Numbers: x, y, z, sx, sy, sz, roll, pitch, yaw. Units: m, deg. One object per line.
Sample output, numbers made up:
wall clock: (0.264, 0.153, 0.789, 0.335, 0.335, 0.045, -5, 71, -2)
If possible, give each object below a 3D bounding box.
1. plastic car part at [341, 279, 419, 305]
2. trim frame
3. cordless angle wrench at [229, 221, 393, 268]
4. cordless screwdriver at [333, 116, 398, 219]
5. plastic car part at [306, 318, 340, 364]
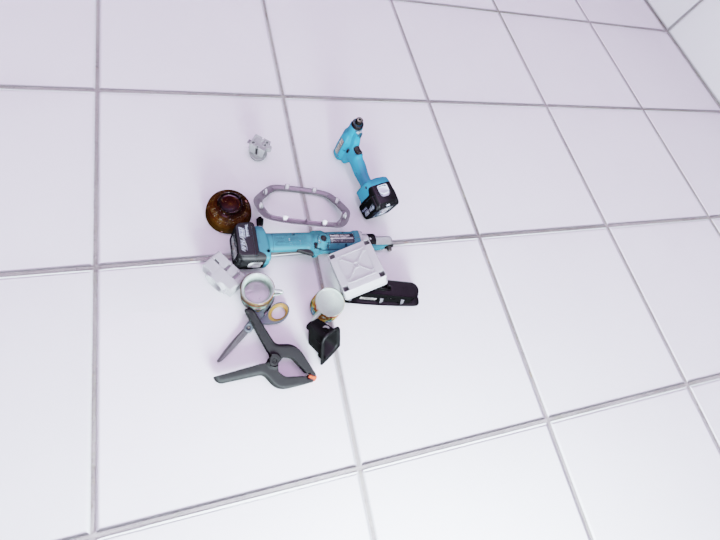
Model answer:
plastic car part: (0.057, 0.047, 1.042, 0.197, 0.067, 0.068, 8, 58, -16)
trim frame: (-0.145, -0.163, 1.065, 0.242, 0.027, 0.191, 6, 40, -15)
cordless angle wrench: (-0.101, -0.066, 1.036, 0.408, 0.075, 0.101, -4, 68, -26)
cordless screwdriver: (0.015, -0.271, 1.124, 0.072, 0.160, 0.255, -19, 75, -26)
plastic car part: (-0.088, 0.143, 0.931, 0.074, 0.113, 0.065, 32, 58, 24)
